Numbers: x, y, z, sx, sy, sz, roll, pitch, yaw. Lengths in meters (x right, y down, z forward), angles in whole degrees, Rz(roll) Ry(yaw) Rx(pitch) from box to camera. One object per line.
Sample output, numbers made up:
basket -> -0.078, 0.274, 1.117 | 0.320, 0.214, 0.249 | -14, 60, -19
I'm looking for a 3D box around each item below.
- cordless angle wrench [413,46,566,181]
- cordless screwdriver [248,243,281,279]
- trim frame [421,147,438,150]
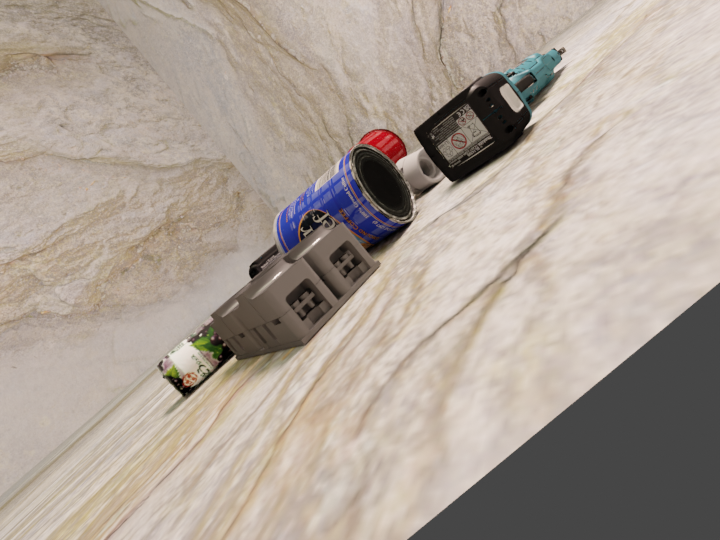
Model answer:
cordless angle wrench -> 0.209, -0.244, 0.570 | 0.100, 0.074, 0.417 | -31, 10, 47
cordless screwdriver -> -0.183, 0.016, 0.836 | 0.158, 0.074, 0.251 | -41, 6, -12
trim frame -> 0.049, -0.130, 0.699 | 0.246, 0.028, 0.185 | -47, 1, -31
